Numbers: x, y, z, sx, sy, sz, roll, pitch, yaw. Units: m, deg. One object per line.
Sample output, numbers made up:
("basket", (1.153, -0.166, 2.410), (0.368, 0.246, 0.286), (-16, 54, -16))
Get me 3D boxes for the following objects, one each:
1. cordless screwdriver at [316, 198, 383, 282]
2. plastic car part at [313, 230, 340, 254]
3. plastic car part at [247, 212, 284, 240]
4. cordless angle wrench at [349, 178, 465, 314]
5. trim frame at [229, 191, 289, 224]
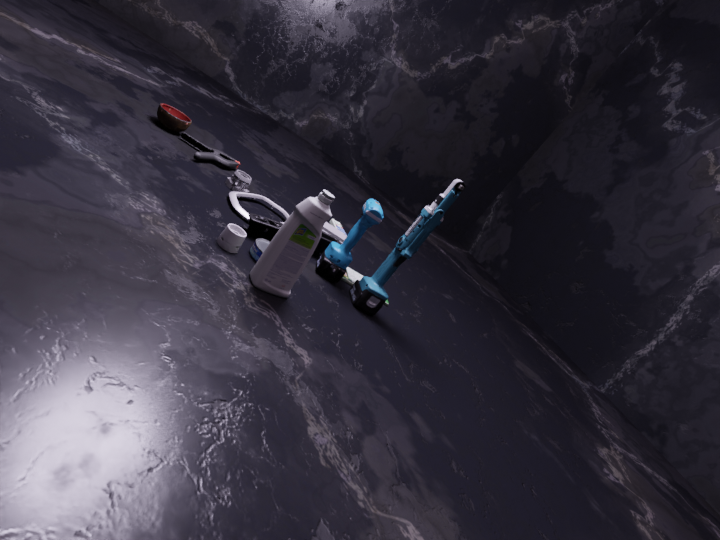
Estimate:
("cordless screwdriver", (-0.027, -0.095, 1.197), (0.073, 0.249, 0.162), (34, 18, -13))
("plastic car part", (-0.125, -0.082, 1.275), (0.111, 0.071, 0.069), (28, 20, -27))
("plastic car part", (-0.225, -0.103, 1.147), (0.192, 0.067, 0.070), (24, 22, -36))
("cordless angle wrench", (0.125, -0.065, 1.115), (0.072, 0.424, 0.101), (31, 19, -21))
("trim frame", (-0.294, -0.176, 1.273), (0.191, 0.027, 0.239), (42, 18, 18))
